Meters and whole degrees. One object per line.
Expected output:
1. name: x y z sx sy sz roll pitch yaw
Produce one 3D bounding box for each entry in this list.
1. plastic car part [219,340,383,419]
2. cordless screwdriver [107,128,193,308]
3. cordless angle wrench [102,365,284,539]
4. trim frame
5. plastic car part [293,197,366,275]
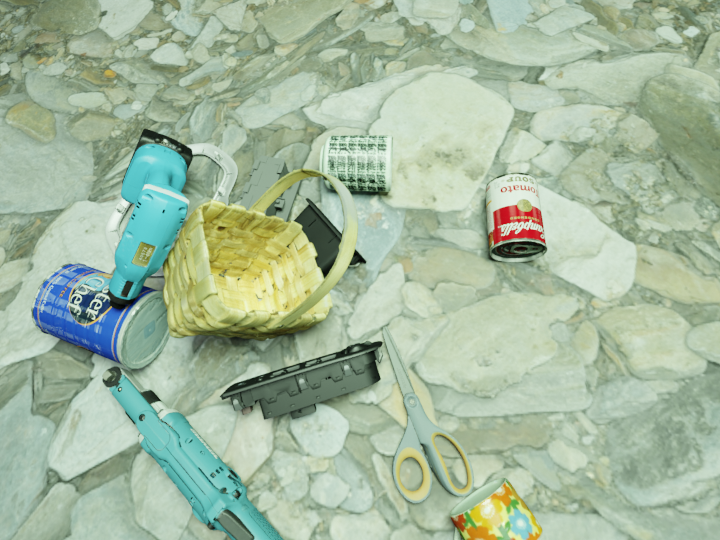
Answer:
1. plastic car part: -0.061 0.136 0.511 0.202 0.065 0.069 -21 77 -3
2. cordless screwdriver: -0.278 -0.077 0.550 0.159 0.071 0.261 -56 35 20
3. cordless angle wrench: -0.158 0.248 0.466 0.442 0.094 0.074 34 74 24
4. trim frame: -0.297 -0.106 0.669 0.189 0.027 0.250 19 68 14
5. plastic car part: -0.058 -0.038 0.594 0.071 0.063 0.122 -45 65 2
